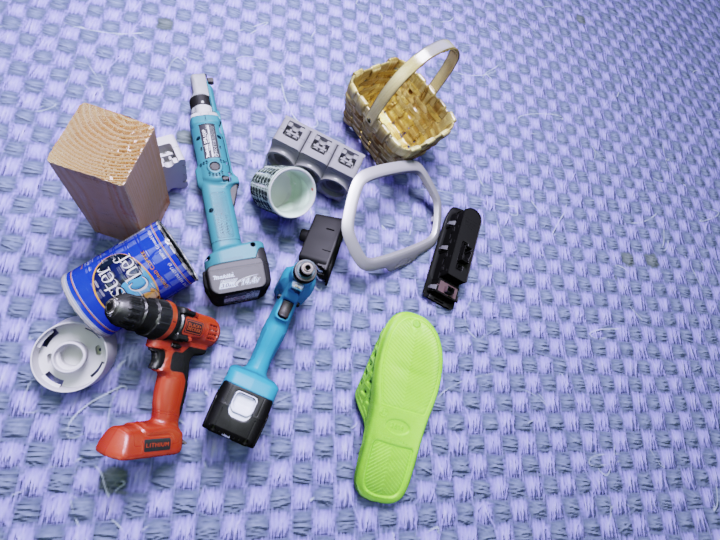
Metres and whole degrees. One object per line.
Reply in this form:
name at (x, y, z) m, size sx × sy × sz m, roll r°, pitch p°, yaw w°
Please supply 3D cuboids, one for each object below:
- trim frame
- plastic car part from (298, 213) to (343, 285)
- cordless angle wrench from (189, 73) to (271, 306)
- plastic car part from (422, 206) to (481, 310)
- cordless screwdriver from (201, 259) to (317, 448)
trim frame at (0.060, -0.092, 0.724) m, size 0.240 × 0.029 × 0.181 m, roll -21°, pitch 104°, yaw -39°
plastic car part at (-0.069, -0.045, 0.707) m, size 0.072 × 0.064 × 0.118 m, roll 13°, pitch 64°, yaw 3°
cordless angle wrench at (-0.238, -0.157, 0.698) m, size 0.095 × 0.074 × 0.434 m, roll -10°, pitch 70°, yaw -19°
plastic car part at (0.172, -0.037, 0.759) m, size 0.065 × 0.067 × 0.205 m, roll 24°, pitch 62°, yaw -9°
cordless screwdriver at (-0.125, 0.103, 0.578) m, size 0.073 × 0.160 × 0.250 m, roll 25°, pitch 68°, yaw -9°
